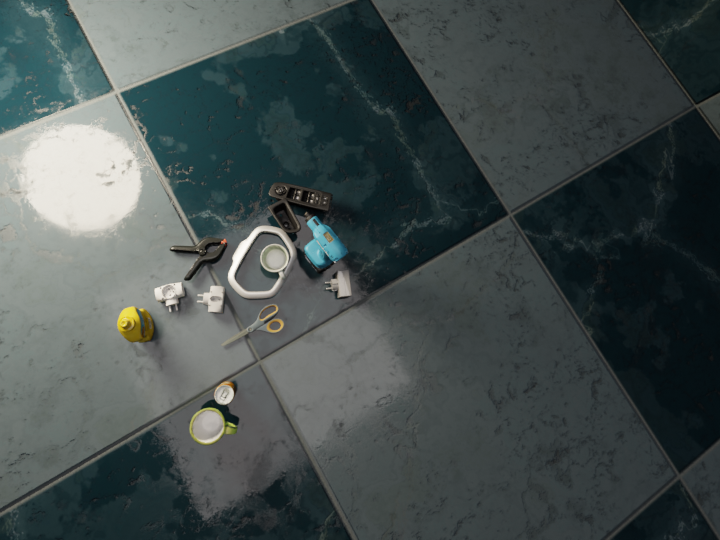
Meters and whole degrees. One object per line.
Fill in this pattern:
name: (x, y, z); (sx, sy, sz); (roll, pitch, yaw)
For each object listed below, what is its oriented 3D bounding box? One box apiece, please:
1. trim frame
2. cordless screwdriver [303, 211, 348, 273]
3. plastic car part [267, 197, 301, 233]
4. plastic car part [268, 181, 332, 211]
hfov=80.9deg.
trim frame: (-0.309, -0.026, 1.332); (0.184, 0.027, 0.249); (27, 75, -2)
cordless screwdriver: (-0.123, -0.080, 1.256); (0.073, 0.250, 0.160); (-37, 89, -16)
plastic car part: (-0.240, -0.160, 1.349); (0.065, 0.071, 0.118); (-30, 84, -15)
plastic car part: (-0.196, -0.238, 1.375); (0.201, 0.067, 0.067); (14, 77, -5)
